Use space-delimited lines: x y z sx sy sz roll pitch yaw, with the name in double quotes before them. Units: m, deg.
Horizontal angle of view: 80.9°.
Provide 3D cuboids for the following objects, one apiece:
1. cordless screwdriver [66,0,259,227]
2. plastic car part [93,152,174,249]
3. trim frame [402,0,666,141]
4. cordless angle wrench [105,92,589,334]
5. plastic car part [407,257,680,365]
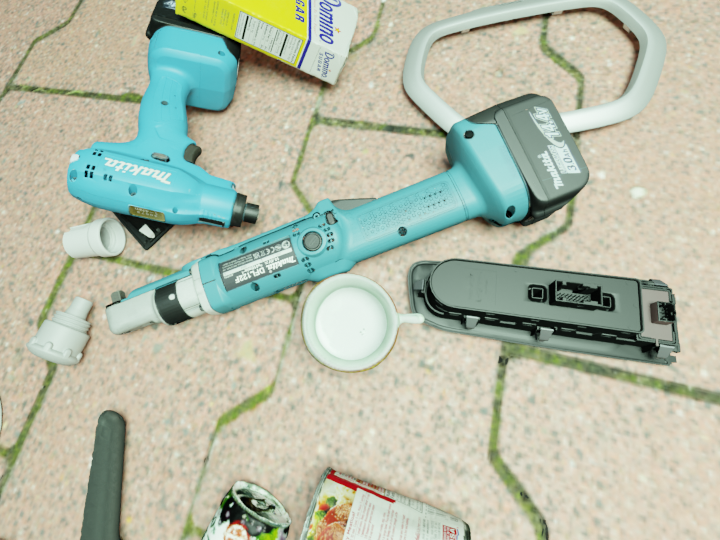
"cordless screwdriver" -0.164 -0.156 0.425 0.156 0.074 0.254 11 60 -12
"plastic car part" -0.247 -0.089 0.440 0.120 0.069 0.066 40 79 17
"trim frame" 0.169 -0.211 0.428 0.252 0.026 0.188 -9 70 10
"cordless angle wrench" -0.037 -0.024 0.374 0.426 0.072 0.100 -21 79 6
"plastic car part" 0.138 0.025 0.330 0.209 0.065 0.067 6 79 15
